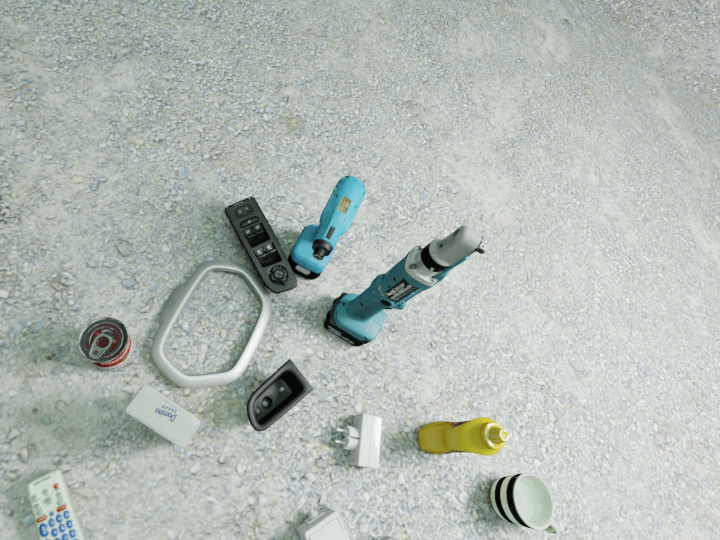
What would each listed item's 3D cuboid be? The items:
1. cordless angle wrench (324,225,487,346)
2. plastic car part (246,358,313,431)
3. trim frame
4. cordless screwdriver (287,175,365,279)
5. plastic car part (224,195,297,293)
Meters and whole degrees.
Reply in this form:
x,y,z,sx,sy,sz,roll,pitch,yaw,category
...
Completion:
x,y,z,sx,sy,sz,roll,pitch,yaw,category
0.051,0.031,0.672,0.097,0.425,0.074,34,60,-7,cordless angle wrench
-0.150,0.218,0.722,0.114,0.071,0.067,-38,84,-29,plastic car part
-0.267,0.091,0.769,0.182,0.027,0.251,24,61,-6,trim frame
-0.075,-0.049,0.770,0.073,0.250,0.160,29,61,-9,cordless screwdriver
-0.196,-0.041,0.831,0.065,0.067,0.207,-25,76,-28,plastic car part
